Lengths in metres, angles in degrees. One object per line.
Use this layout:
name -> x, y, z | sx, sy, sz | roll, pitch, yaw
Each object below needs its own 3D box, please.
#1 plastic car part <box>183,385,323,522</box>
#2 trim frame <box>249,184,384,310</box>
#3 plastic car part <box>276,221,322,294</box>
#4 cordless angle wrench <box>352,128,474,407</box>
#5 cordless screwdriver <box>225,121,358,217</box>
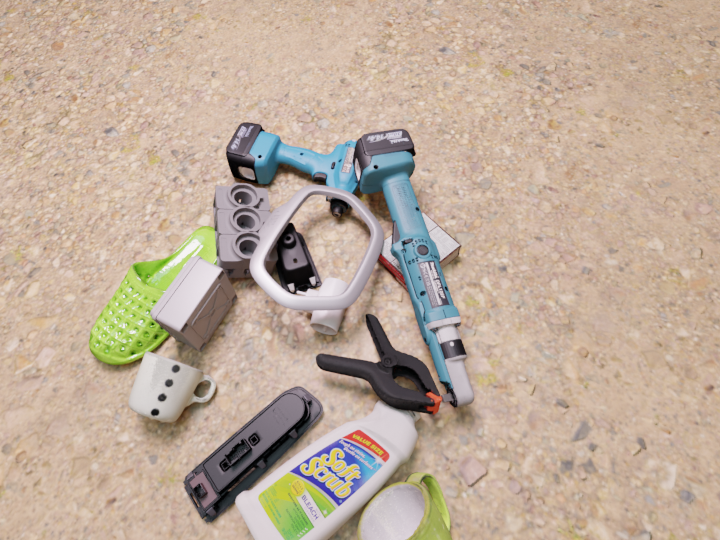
plastic car part -> -0.141, 0.226, 0.556 | 0.200, 0.064, 0.070 | -38, 59, -19
trim frame -> -0.064, -0.042, 0.653 | 0.185, 0.027, 0.250 | 25, 56, 3
plastic car part -> -0.112, -0.028, 0.691 | 0.065, 0.069, 0.121 | -17, 64, -9
cordless angle wrench -> 0.083, -0.021, 0.628 | 0.097, 0.073, 0.436 | -11, 66, -9
cordless screwdriver -> -0.124, -0.185, 0.782 | 0.252, 0.072, 0.162 | 11, 62, 6
